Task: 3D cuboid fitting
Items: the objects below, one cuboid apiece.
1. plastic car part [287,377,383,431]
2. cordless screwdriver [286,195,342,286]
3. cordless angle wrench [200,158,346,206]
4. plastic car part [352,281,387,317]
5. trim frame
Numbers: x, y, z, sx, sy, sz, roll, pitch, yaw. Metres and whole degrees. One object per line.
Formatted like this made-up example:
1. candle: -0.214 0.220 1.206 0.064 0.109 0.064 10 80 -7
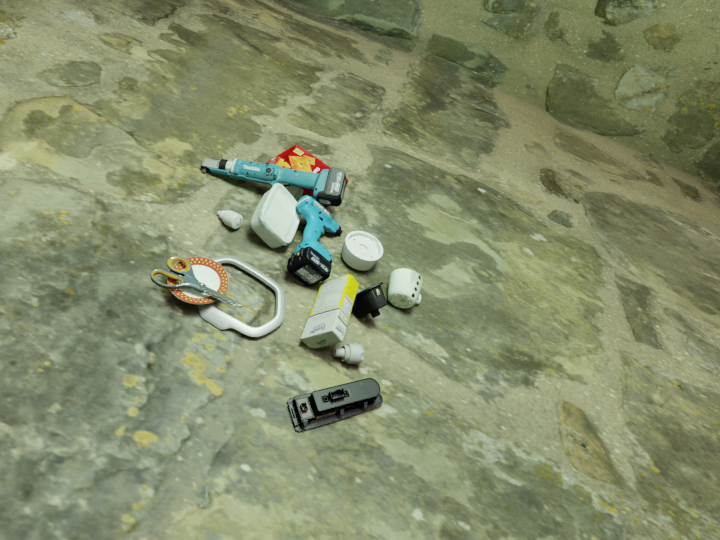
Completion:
1. plastic car part: -0.041 0.254 0.847 0.195 0.066 0.070 -4 44 -30
2. cordless screwdriver: -0.108 -0.071 1.109 0.151 0.076 0.256 37 37 -33
3. cordless angle wrench: -0.254 -0.270 1.200 0.430 0.072 0.099 12 78 9
4. plastic car part: 0.019 0.079 1.010 0.064 0.119 0.072 -19 84 -38
5. trim frame: -0.283 0.054 0.962 0.251 0.027 0.183 31 43 5
